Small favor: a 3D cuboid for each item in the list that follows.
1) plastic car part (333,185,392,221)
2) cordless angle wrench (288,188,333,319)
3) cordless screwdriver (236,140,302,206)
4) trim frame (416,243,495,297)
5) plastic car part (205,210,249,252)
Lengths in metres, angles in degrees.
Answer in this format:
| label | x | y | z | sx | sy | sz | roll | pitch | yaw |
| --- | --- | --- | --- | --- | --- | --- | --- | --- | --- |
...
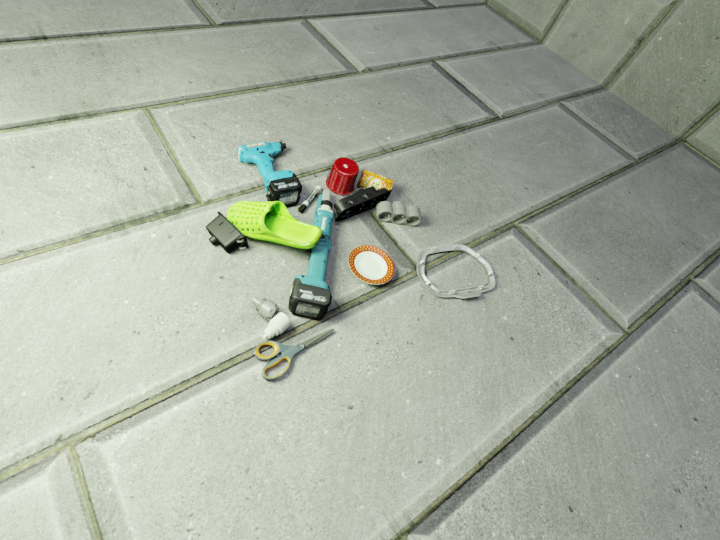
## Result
| label | x | y | z | sx | sy | sz | roll | pitch | yaw |
| --- | --- | --- | --- | --- | --- | --- | --- | --- | --- |
| plastic car part | -0.001 | -0.205 | 1.249 | 0.198 | 0.067 | 0.068 | -32 | 82 | -30 |
| cordless angle wrench | -0.110 | -0.072 | 1.126 | 0.097 | 0.073 | 0.434 | 11 | 49 | -8 |
| cordless screwdriver | -0.249 | -0.300 | 1.260 | 0.154 | 0.073 | 0.260 | -20 | 57 | -28 |
| trim frame | 0.271 | 0.000 | 1.199 | 0.241 | 0.027 | 0.192 | -6 | 56 | -21 |
| plastic car part | -0.351 | -0.089 | 1.084 | 0.121 | 0.064 | 0.070 | 39 | 67 | 18 |
